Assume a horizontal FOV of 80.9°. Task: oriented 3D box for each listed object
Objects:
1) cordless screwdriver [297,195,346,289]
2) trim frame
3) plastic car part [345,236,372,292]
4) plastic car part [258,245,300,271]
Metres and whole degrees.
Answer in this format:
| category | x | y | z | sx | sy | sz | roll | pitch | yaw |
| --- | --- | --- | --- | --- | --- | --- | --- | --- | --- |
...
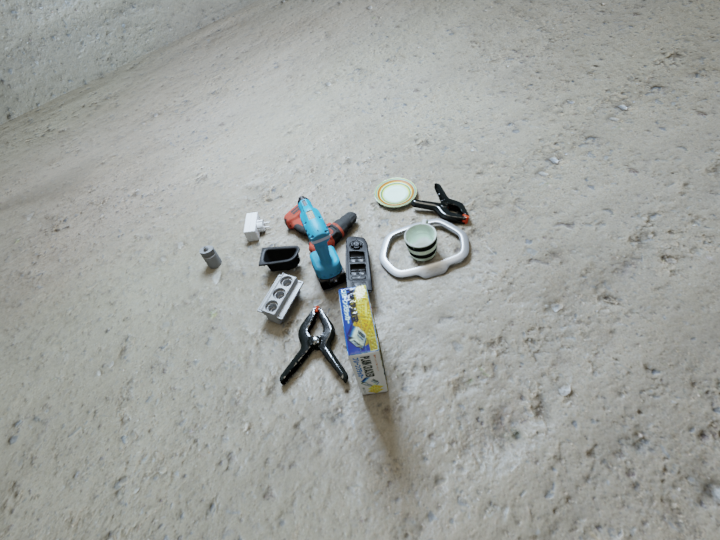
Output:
| category | x | y | z | sx | sy | sz | roll | pitch | yaw |
| --- | --- | --- | --- | --- | --- | --- | --- | --- | --- |
| cordless screwdriver | -0.109 | -0.071 | 1.113 | 0.074 | 0.238 | 0.167 | -22 | 52 | -7 |
| trim frame | 0.173 | -0.061 | 1.171 | 0.249 | 0.026 | 0.192 | -17 | 51 | 1 |
| plastic car part | -0.005 | -0.009 | 1.151 | 0.067 | 0.064 | 0.210 | -8 | 52 | 6 |
| plastic car part | -0.225 | -0.027 | 1.218 | 0.119 | 0.068 | 0.068 | -3 | 52 | 10 |
